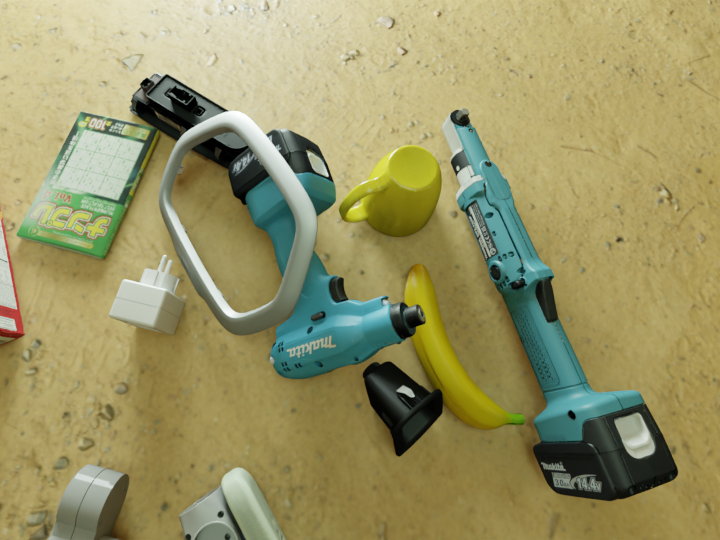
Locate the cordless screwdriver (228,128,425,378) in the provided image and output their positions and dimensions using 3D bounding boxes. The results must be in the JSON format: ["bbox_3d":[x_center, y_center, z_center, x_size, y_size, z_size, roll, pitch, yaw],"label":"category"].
[{"bbox_3d":[-0.042,-0.028,0.433,0.163,0.071,0.255,-25,72,26],"label":"cordless screwdriver"}]

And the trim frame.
[{"bbox_3d":[-0.138,-0.053,0.442,0.185,0.026,0.258,-45,68,21],"label":"trim frame"}]

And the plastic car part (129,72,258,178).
[{"bbox_3d":[-0.198,-0.190,0.526,0.206,0.066,0.066,34,67,6],"label":"plastic car part"}]

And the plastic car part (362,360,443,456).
[{"bbox_3d":[0.034,0.121,0.405,0.065,0.111,0.075,-41,57,-15],"label":"plastic car part"}]

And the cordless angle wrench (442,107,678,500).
[{"bbox_3d":[0.171,0.000,0.459,0.072,0.097,0.436,-8,67,-19],"label":"cordless angle wrench"}]
